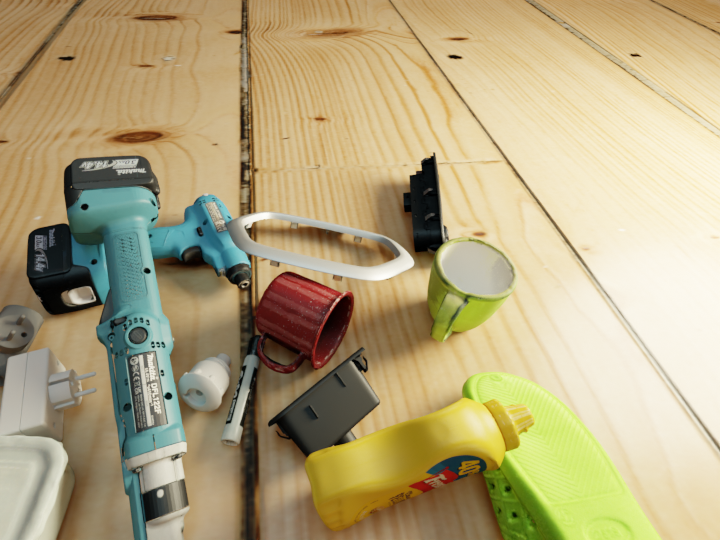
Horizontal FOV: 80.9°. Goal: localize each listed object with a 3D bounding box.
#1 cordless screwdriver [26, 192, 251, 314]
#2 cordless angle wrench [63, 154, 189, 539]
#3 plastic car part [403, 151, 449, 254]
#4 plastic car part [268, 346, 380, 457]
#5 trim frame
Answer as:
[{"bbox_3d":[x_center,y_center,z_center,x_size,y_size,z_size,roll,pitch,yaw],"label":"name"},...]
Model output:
[{"bbox_3d":[-0.270,-0.011,0.538,0.242,0.073,0.167,-19,54,-25],"label":"cordless screwdriver"},{"bbox_3d":[-0.221,0.072,0.417,0.095,0.074,0.438,-10,64,-26],"label":"cordless angle wrench"},{"bbox_3d":[0.100,-0.098,0.645,0.068,0.064,0.209,-4,48,3],"label":"plastic car part"},{"bbox_3d":[-0.027,0.143,0.424,0.114,0.065,0.073,-37,75,-28],"label":"plastic car part"},{"bbox_3d":[-0.054,-0.035,0.554,0.251,0.027,0.186,10,24,4],"label":"trim frame"}]
